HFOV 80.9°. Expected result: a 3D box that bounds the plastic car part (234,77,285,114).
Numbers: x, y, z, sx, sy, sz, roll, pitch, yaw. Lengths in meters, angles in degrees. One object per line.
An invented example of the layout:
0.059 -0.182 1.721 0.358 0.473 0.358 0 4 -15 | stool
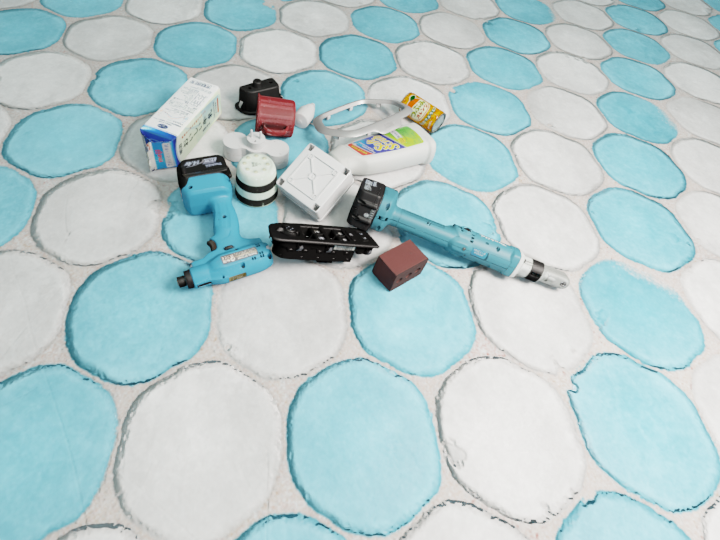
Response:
-0.234 -0.414 0.988 0.113 0.070 0.069 -24 62 -27 | plastic car part

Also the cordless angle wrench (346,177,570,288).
0.186 -0.056 0.788 0.425 0.073 0.098 22 28 2 | cordless angle wrench

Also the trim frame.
0.004 -0.350 0.968 0.243 0.026 0.195 -32 45 -31 | trim frame

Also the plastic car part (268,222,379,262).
-0.072 -0.047 0.737 0.194 0.067 0.070 6 38 -31 | plastic car part

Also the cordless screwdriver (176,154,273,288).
-0.272 -0.086 0.750 0.155 0.073 0.259 -19 64 -21 | cordless screwdriver
